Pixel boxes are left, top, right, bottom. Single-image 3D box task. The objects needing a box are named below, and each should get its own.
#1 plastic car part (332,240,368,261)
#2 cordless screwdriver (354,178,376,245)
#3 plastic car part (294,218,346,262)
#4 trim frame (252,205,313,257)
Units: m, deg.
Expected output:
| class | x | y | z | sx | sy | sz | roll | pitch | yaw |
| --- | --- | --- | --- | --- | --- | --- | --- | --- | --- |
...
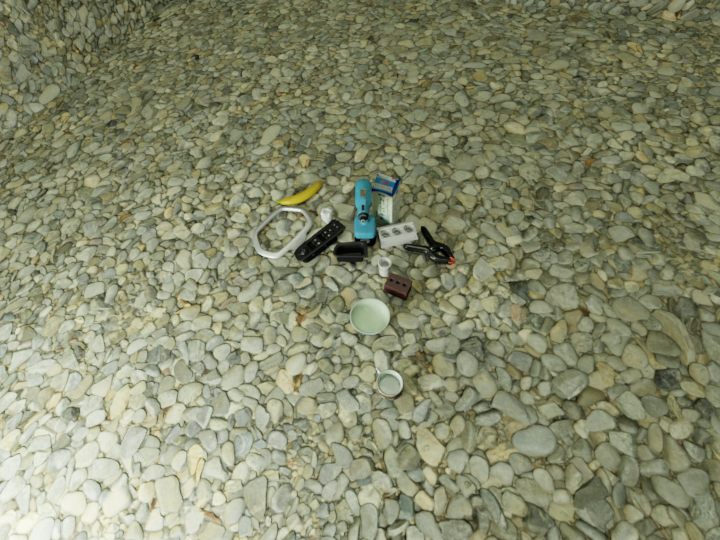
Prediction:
| class | x | y | z | sx | sy | sz | roll | pitch | yaw |
| --- | --- | --- | --- | --- | --- | --- | --- | --- | --- |
| plastic car part | -0.033 | -0.055 | 1.429 | 0.117 | 0.068 | 0.068 | -4 | 57 | 4 |
| cordless screwdriver | 0.013 | -0.163 | 1.391 | 0.075 | 0.240 | 0.163 | -1 | 57 | 3 |
| plastic car part | -0.144 | -0.094 | 1.473 | 0.201 | 0.064 | 0.070 | -37 | 61 | -17 |
| trim frame | -0.285 | -0.145 | 1.549 | 0.193 | 0.026 | 0.247 | 31 | 66 | 25 |
